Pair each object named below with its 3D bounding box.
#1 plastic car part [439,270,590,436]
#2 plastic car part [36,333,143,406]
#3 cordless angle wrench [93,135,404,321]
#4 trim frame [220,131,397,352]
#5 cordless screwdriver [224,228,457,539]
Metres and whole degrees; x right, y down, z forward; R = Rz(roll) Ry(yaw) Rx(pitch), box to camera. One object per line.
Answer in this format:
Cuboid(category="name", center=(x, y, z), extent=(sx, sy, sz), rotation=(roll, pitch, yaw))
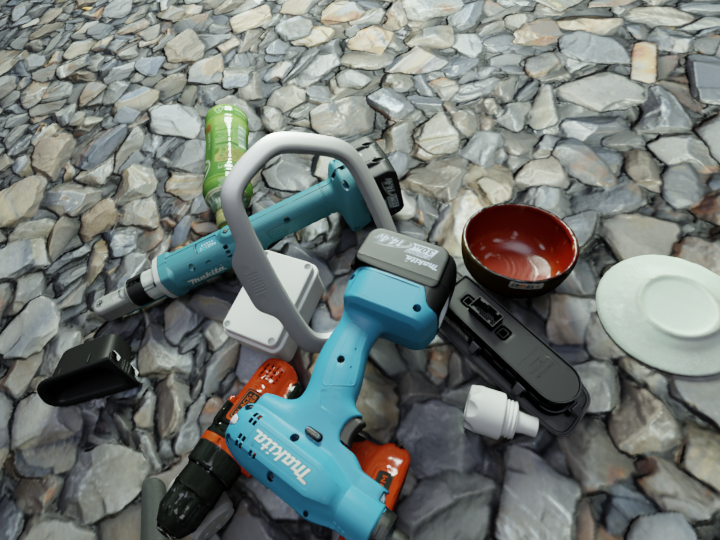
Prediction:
Cuboid(category="plastic car part", center=(0.140, 0.065, 0.429), extent=(0.065, 0.065, 0.213), rotation=(-34, 61, -16))
Cuboid(category="plastic car part", center=(-0.334, 0.115, 0.523), extent=(0.118, 0.063, 0.074), rotation=(-16, 44, 8))
Cuboid(category="cordless angle wrench", center=(-0.155, -0.035, 0.545), extent=(0.424, 0.093, 0.078), rotation=(-25, 56, 3))
Cuboid(category="trim frame", center=(-0.044, -0.029, 0.454), extent=(0.181, 0.241, 0.029), rotation=(-33, 18, -20))
Cuboid(category="cordless screwdriver", center=(0.014, 0.089, 0.370), extent=(0.166, 0.071, 0.248), rotation=(24, 65, 24))
